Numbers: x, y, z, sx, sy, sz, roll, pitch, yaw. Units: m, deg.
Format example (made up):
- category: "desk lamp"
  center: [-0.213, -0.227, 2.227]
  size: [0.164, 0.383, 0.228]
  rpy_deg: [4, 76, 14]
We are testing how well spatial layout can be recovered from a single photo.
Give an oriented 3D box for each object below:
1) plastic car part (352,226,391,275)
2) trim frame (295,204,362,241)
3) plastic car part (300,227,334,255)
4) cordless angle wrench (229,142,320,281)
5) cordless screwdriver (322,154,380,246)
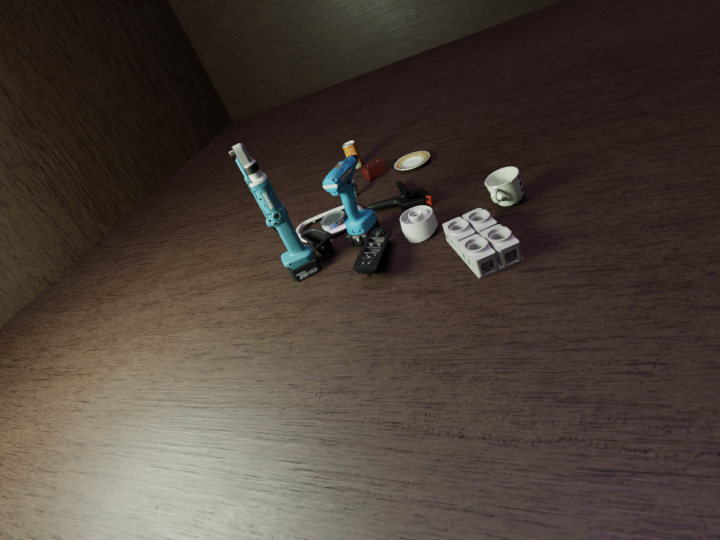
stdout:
- category: "plastic car part"
  center: [0.043, -0.048, 1.127]
  size: [0.069, 0.064, 0.205]
  rpy_deg: [-9, 37, 26]
- category: "trim frame"
  center: [-0.109, -0.161, 1.422]
  size: [0.250, 0.026, 0.191]
  rpy_deg: [-24, 33, 4]
- category: "plastic car part"
  center: [-0.126, -0.082, 1.288]
  size: [0.065, 0.068, 0.123]
  rpy_deg: [-39, 34, -20]
- category: "cordless angle wrench"
  center: [-0.233, -0.156, 1.155]
  size: [0.098, 0.405, 0.078]
  rpy_deg: [-26, 30, -2]
- category: "cordless screwdriver"
  center: [-0.013, -0.200, 1.214]
  size: [0.078, 0.238, 0.159]
  rpy_deg: [0, 39, 36]
